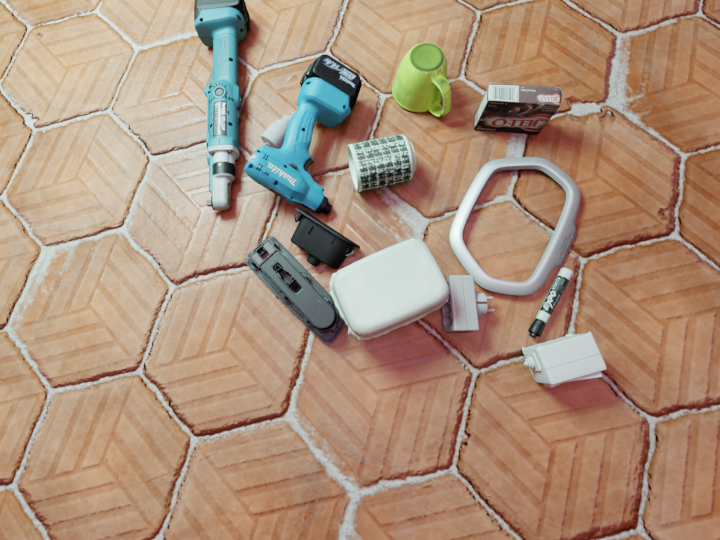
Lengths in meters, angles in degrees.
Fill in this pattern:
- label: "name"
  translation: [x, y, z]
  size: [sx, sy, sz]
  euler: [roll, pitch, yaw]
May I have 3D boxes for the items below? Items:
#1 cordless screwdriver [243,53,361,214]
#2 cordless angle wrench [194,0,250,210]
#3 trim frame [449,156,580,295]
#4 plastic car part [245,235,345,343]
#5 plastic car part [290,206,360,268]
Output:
- label: "cordless screwdriver"
  translation: [-0.074, -0.228, 0.725]
  size: [0.154, 0.076, 0.249]
  euler: [30, 76, -17]
- label: "cordless angle wrench"
  translation: [-0.252, -0.313, 0.774]
  size: [0.098, 0.073, 0.429]
  euler: [-4, 77, 2]
- label: "trim frame"
  translation: [0.254, -0.078, 0.690]
  size: [0.188, 0.027, 0.249]
  euler: [26, 77, 12]
- label: "plastic car part"
  translation: [-0.102, 0.026, 0.678]
  size: [0.066, 0.066, 0.207]
  euler: [-42, 79, -14]
- label: "plastic car part"
  translation: [-0.068, -0.045, 0.696]
  size: [0.119, 0.065, 0.071]
  euler: [36, 96, 8]
